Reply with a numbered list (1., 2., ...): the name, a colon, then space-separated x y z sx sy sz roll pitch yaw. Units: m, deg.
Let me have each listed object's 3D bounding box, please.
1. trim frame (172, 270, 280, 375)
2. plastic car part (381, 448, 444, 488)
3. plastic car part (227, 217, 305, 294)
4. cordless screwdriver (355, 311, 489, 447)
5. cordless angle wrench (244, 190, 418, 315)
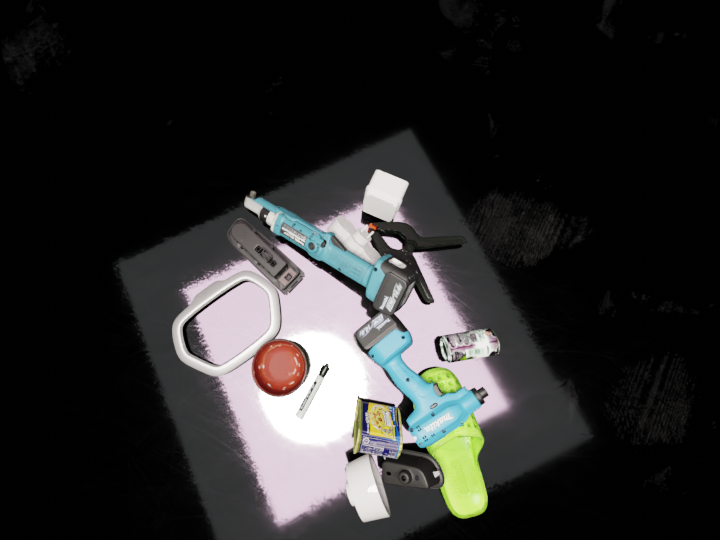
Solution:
1. trim frame: -0.286 0.110 0.909 0.248 0.027 0.188 -38 79 -5
2. plastic car part: 0.087 0.374 0.782 0.121 0.067 0.067 -8 78 34
3. plastic car part: -0.218 -0.038 0.926 0.208 0.065 0.066 42 88 13
4. cordless screwdriver: 0.111 0.187 0.817 0.159 0.071 0.259 -35 67 2
5. cordless angle wrench: -0.087 -0.057 0.890 0.440 0.072 0.097 31 115 22
